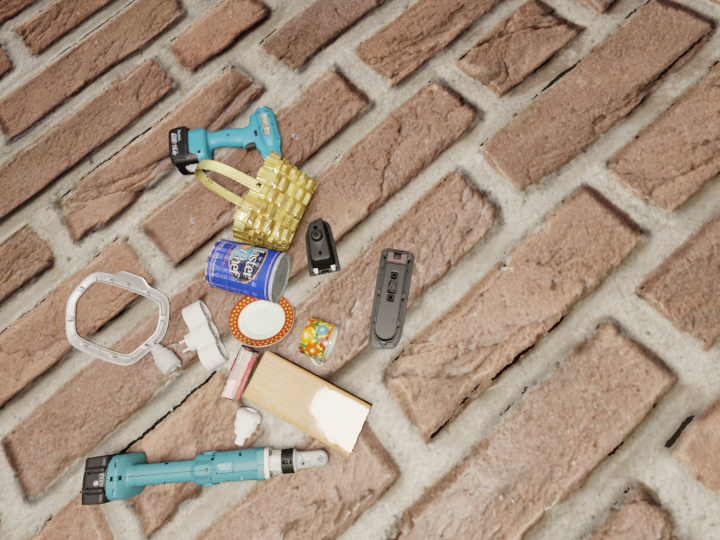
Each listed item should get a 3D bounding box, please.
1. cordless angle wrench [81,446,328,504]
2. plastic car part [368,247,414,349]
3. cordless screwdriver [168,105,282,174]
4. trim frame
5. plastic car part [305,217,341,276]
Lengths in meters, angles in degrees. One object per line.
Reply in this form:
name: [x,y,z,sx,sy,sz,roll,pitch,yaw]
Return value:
cordless angle wrench: [-0.267,0.350,0.748,0.425,0.095,0.076,-6,70,2]
plastic car part: [0.060,0.051,0.812,0.067,0.066,0.205,11,77,1]
cordless screwdriver: [-0.303,-0.275,0.964,0.248,0.072,0.163,-15,71,-1]
trim frame: [-0.522,0.094,0.899,0.255,0.026,0.185,16,74,15]
plastic car part: [-0.084,-0.055,0.861,0.066,0.069,0.119,-12,75,1]
